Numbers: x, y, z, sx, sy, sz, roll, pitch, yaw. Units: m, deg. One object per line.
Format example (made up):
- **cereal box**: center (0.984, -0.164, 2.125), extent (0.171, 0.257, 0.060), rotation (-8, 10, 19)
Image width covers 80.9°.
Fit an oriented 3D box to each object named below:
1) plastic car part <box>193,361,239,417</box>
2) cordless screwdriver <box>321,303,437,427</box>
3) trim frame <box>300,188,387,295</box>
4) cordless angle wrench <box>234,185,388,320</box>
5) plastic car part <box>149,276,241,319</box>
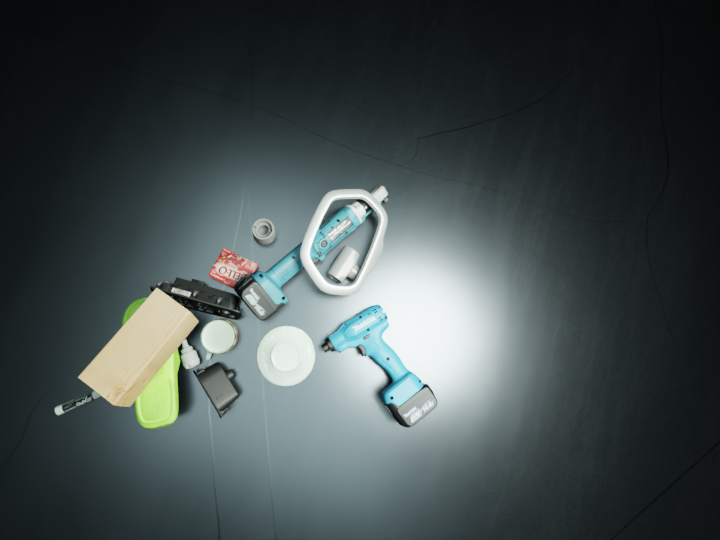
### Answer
- **plastic car part**: center (-0.299, 0.245, 0.900), extent (0.069, 0.066, 0.119), rotation (-28, 78, -25)
- **cordless screwdriver**: center (0.038, 0.215, 0.910), extent (0.158, 0.073, 0.254), rotation (-31, 77, -8)
- **trim frame**: center (-0.031, -0.066, 0.934), extent (0.179, 0.028, 0.250), rotation (25, 75, -15)
- **cordless angle wrench**: center (-0.094, -0.061, 0.961), extent (0.419, 0.078, 0.094), rotation (-42, 114, -15)
- **plastic car part**: center (-0.354, 0.060, 0.937), extent (0.204, 0.065, 0.068), rotation (19, 53, 2)
